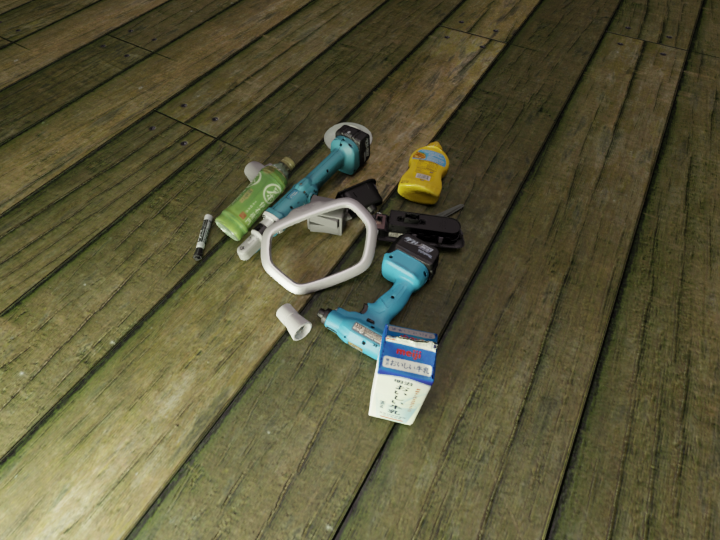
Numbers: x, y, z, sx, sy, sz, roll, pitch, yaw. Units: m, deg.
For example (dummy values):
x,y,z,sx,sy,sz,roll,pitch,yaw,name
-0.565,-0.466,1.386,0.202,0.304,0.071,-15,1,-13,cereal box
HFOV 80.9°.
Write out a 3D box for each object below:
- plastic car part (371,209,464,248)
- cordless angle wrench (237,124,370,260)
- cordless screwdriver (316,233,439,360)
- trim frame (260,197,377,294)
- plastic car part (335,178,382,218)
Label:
x,y,z,sx,sy,sz,roll,pitch,yaw,name
0.122,-0.094,0.894,0.204,0.065,0.067,11,51,3,plastic car part
-0.128,-0.177,0.966,0.078,0.094,0.420,30,64,22,cordless angle wrench
0.039,0.038,0.813,0.165,0.072,0.248,25,62,18,cordless screwdriver
-0.085,-0.056,0.869,0.249,0.027,0.188,-22,78,1,trim frame
0.006,-0.159,0.968,0.114,0.065,0.073,-24,73,-20,plastic car part
